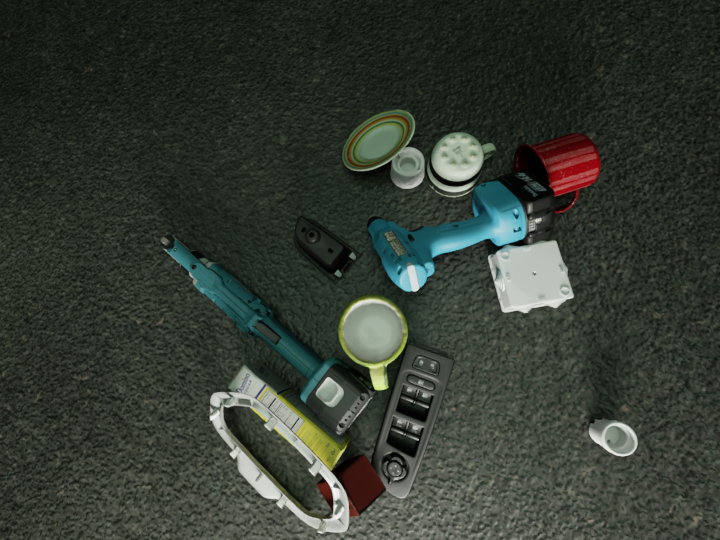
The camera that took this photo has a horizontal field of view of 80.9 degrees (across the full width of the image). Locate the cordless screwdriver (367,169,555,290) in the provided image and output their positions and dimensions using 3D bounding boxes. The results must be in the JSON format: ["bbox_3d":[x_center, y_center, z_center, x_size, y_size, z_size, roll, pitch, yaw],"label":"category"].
[{"bbox_3d":[0.137,-0.071,0.624,0.248,0.071,0.167,-22,39,-2],"label":"cordless screwdriver"}]

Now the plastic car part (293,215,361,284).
[{"bbox_3d":[-0.065,-0.043,0.666,0.119,0.069,0.066,39,84,11],"label":"plastic car part"}]

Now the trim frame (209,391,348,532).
[{"bbox_3d":[-0.117,0.260,0.572,0.253,0.184,0.027,41,43,8],"label":"trim frame"}]

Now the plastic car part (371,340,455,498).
[{"bbox_3d":[0.065,0.202,0.586,0.067,0.066,0.203,17,85,3],"label":"plastic car part"}]

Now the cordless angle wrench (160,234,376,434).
[{"bbox_3d":[-0.166,0.071,0.653,0.439,0.094,0.074,37,85,19],"label":"cordless angle wrench"}]
